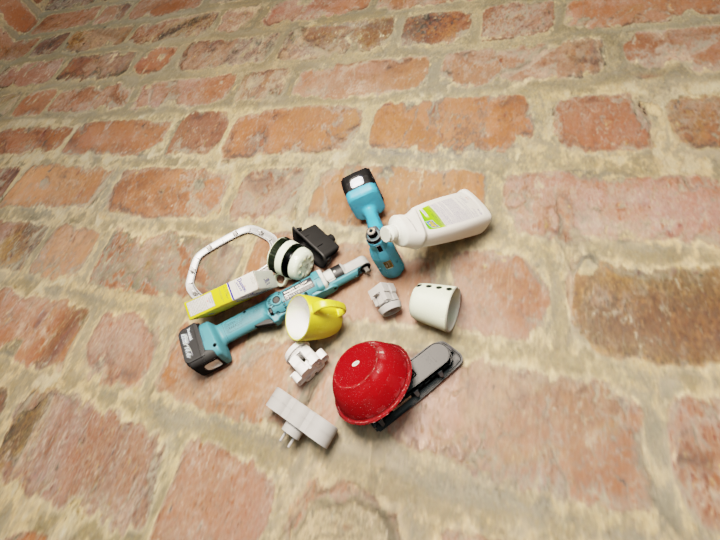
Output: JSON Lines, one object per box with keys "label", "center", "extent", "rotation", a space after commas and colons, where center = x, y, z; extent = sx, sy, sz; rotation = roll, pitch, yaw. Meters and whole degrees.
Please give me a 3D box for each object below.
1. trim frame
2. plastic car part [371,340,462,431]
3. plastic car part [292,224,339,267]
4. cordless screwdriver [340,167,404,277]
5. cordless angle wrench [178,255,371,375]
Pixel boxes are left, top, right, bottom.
{"label": "trim frame", "center": [-0.310, -0.018, 1.014], "extent": [0.248, 0.026, 0.193], "rotation": [-28, 57, -3]}
{"label": "plastic car part", "center": [0.087, 0.190, 0.748], "extent": [0.201, 0.064, 0.070], "rotation": [-34, 50, -9]}
{"label": "plastic car part", "center": [-0.094, -0.061, 0.960], "extent": [0.070, 0.064, 0.122], "rotation": [-38, 59, -26]}
{"label": "cordless screwdriver", "center": [0.020, -0.117, 0.896], "extent": [0.075, 0.151, 0.259], "rotation": [-23, 54, 9]}
{"label": "cordless angle wrench", "center": [-0.170, 0.076, 0.891], "extent": [0.421, 0.071, 0.103], "rotation": [-28, 56, -4]}
